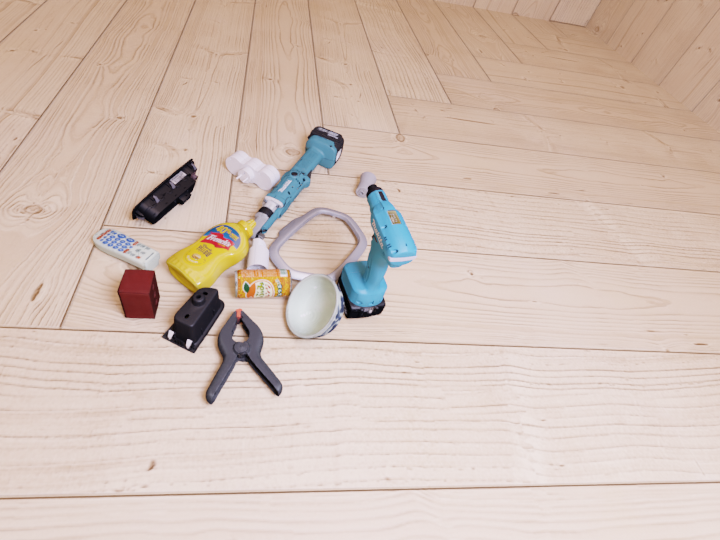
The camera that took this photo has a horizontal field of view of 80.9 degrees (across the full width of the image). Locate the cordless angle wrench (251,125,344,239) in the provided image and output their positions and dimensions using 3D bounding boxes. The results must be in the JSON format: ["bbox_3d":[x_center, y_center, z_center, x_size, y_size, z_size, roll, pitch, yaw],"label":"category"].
[{"bbox_3d":[-0.162,-0.217,1.038,0.099,0.073,0.424,22,49,6],"label":"cordless angle wrench"}]

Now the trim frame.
[{"bbox_3d":[-0.092,-0.060,0.938,0.189,0.027,0.246,30,50,13],"label":"trim frame"}]

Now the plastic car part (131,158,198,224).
[{"bbox_3d":[-0.425,-0.166,0.941,0.066,0.068,0.202,43,46,-11],"label":"plastic car part"}]

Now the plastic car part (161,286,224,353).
[{"bbox_3d":[-0.288,0.072,0.742,0.067,0.070,0.117,23,50,4],"label":"plastic car part"}]

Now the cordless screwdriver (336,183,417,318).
[{"bbox_3d":[0.017,-0.027,0.780,0.072,0.246,0.166,-5,56,-22],"label":"cordless screwdriver"}]
